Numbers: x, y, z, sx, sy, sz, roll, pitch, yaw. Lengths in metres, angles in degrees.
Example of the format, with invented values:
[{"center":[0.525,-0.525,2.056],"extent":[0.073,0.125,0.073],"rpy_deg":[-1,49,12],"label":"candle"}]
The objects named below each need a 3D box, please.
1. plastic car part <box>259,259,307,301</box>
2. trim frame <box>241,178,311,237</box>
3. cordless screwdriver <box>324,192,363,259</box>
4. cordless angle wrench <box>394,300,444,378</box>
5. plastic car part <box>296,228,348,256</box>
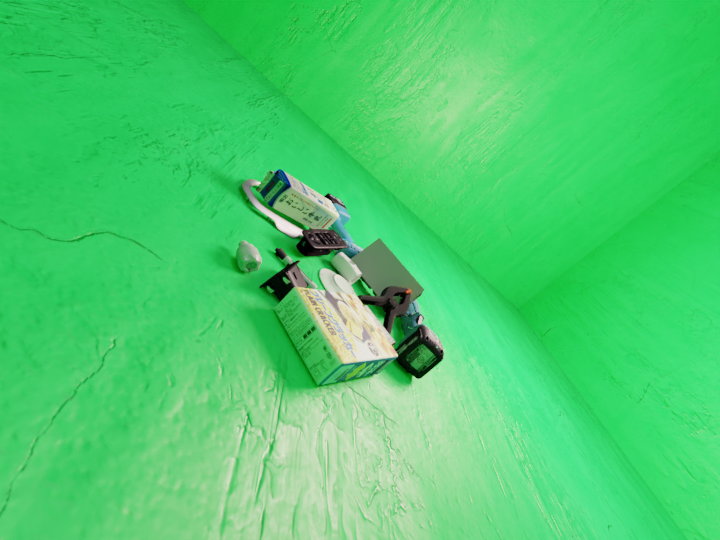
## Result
[{"center":[-0.132,0.027,0.807],"extent":[0.071,0.067,0.115],"rpy_deg":[60,14,-4],"label":"plastic car part"},{"center":[-0.209,-0.156,1.096],"extent":[0.235,0.028,0.194],"rpy_deg":[32,20,-41],"label":"trim frame"},{"center":[-0.047,-0.116,1.294],"extent":[0.150,0.075,0.261],"rpy_deg":[27,29,-46],"label":"cordless screwdriver"},{"center":[0.137,0.133,1.123],"extent":[0.073,0.098,0.426],"rpy_deg":[43,13,-10],"label":"cordless angle wrench"},{"center":[-0.103,-0.067,1.053],"extent":[0.068,0.068,0.197],"rpy_deg":[56,15,9],"label":"plastic car part"}]
